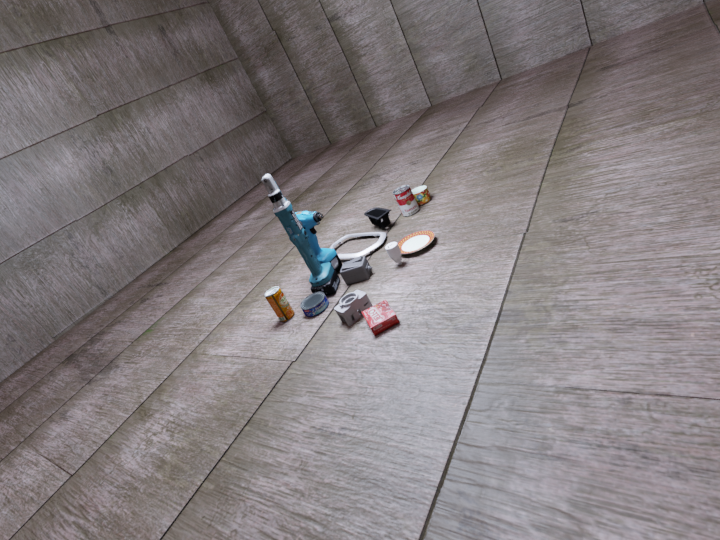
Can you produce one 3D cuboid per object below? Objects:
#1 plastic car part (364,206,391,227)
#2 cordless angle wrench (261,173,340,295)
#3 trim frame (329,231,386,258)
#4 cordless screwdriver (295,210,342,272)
[{"bbox_3d":[0.071,-0.194,1.597,0.065,0.068,0.122,-35,25,-17],"label":"plastic car part"},{"bbox_3d":[-0.191,-0.107,1.305,0.076,0.409,0.098,-18,23,23],"label":"cordless angle wrench"},{"bbox_3d":[-0.017,-0.094,1.551,0.260,0.026,0.182,-2,36,44],"label":"trim frame"},{"bbox_3d":[-0.139,-0.091,1.418,0.167,0.240,0.073,-2,33,47],"label":"cordless screwdriver"}]
